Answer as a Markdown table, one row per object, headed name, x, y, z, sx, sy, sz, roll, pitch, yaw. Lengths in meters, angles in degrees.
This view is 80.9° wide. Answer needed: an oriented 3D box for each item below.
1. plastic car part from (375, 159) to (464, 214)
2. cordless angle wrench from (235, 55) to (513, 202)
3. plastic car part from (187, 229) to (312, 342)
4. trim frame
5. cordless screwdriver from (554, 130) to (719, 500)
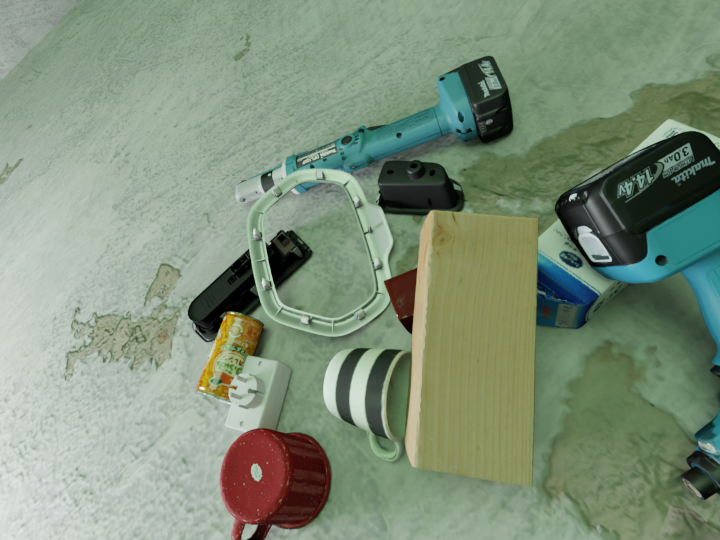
| name | x | y | z | sx | sy | sz | roll | pitch | yaw |
| --- | --- | --- | --- | --- | --- | --- | --- | --- | --- |
| plastic car part | 0.071 | -0.114 | 0.546 | 0.122 | 0.067 | 0.066 | 7 | 68 | 32 |
| cordless angle wrench | -0.008 | -0.177 | 0.625 | 0.433 | 0.070 | 0.101 | -16 | 57 | 20 |
| plastic car part | -0.164 | 0.018 | 0.593 | 0.203 | 0.064 | 0.070 | -45 | 61 | -1 |
| trim frame | -0.054 | -0.035 | 0.553 | 0.184 | 0.026 | 0.257 | -15 | 63 | -2 |
| cordless screwdriver | 0.248 | 0.033 | 0.317 | 0.159 | 0.073 | 0.252 | -36 | 84 | 3 |
